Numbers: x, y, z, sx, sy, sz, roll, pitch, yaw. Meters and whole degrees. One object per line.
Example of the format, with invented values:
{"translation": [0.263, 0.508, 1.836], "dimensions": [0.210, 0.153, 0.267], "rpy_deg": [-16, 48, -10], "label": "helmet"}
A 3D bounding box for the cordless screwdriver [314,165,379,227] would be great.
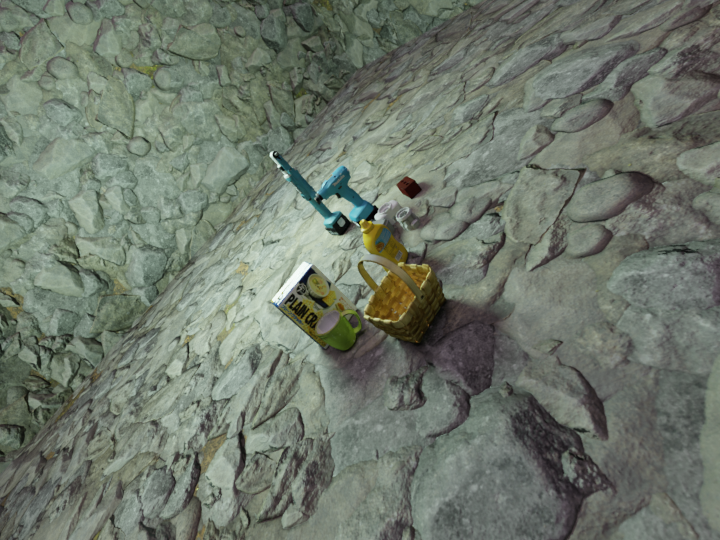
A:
{"translation": [-0.046, -0.243, 1.546], "dimensions": [0.159, 0.238, 0.078], "rpy_deg": [-47, 26, -6], "label": "cordless screwdriver"}

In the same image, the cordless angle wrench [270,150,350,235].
{"translation": [-0.204, -0.304, 1.651], "dimensions": [0.074, 0.405, 0.102], "rpy_deg": [-52, 27, -18], "label": "cordless angle wrench"}
